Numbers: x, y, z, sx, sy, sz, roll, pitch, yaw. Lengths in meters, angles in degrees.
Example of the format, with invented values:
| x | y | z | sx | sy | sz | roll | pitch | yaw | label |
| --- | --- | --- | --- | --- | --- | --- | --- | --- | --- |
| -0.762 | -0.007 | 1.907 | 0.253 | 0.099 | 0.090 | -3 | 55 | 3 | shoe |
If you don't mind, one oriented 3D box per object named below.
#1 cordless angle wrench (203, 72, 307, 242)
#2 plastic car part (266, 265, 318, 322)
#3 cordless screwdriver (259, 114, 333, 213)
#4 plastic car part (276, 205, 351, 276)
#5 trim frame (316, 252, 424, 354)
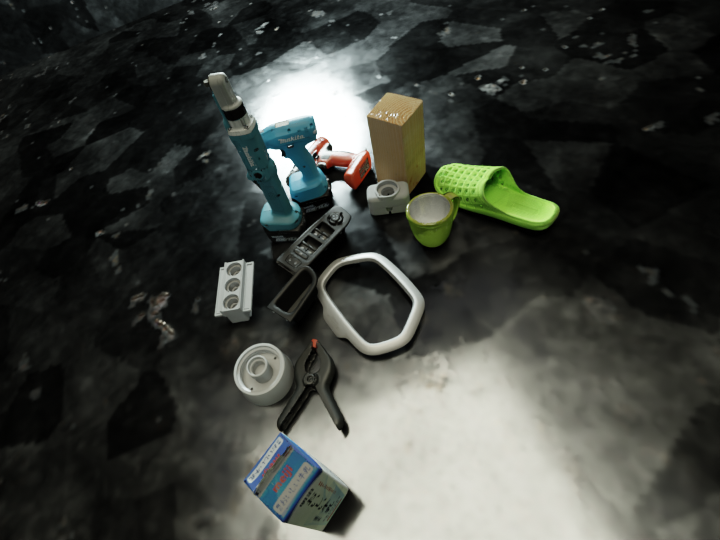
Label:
| x | y | z | sx | sy | sz | roll | pitch | yaw | label |
| --- | --- | --- | --- | --- | --- | --- | --- | --- | --- |
| -0.205 | -0.211 | 0.863 | 0.100 | 0.404 | 0.076 | 0 | 55 | 12 | cordless angle wrench |
| -0.122 | 0.057 | 0.861 | 0.069 | 0.068 | 0.116 | 26 | 65 | 28 | plastic car part |
| -0.156 | -0.235 | 0.972 | 0.161 | 0.238 | 0.077 | -11 | 54 | 5 | cordless screwdriver |
| -0.092 | -0.060 | 0.938 | 0.070 | 0.064 | 0.202 | 28 | 67 | 29 | plastic car part |
| 0.012 | 0.058 | 0.849 | 0.183 | 0.026 | 0.262 | -35 | 54 | -10 | trim frame |
